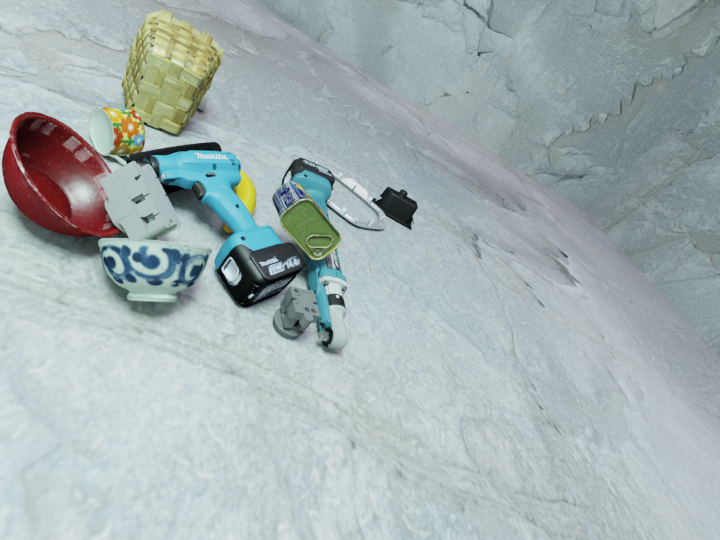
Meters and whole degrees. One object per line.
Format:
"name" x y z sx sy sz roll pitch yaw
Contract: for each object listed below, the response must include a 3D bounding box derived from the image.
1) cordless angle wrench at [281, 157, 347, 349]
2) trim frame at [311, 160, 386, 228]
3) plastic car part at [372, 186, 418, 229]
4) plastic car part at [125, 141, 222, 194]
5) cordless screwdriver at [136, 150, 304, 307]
"cordless angle wrench" -0.071 -0.047 0.729 0.094 0.074 0.441 17 37 -28
"trim frame" -0.039 -0.179 0.986 0.253 0.027 0.181 38 30 9
"plastic car part" 0.096 -0.166 1.055 0.113 0.071 0.067 30 30 -16
"plastic car part" -0.294 -0.162 0.678 0.200 0.069 0.065 -44 118 -56
"cordless screwdriver" -0.198 -0.070 0.592 0.153 0.075 0.257 -13 63 -49
